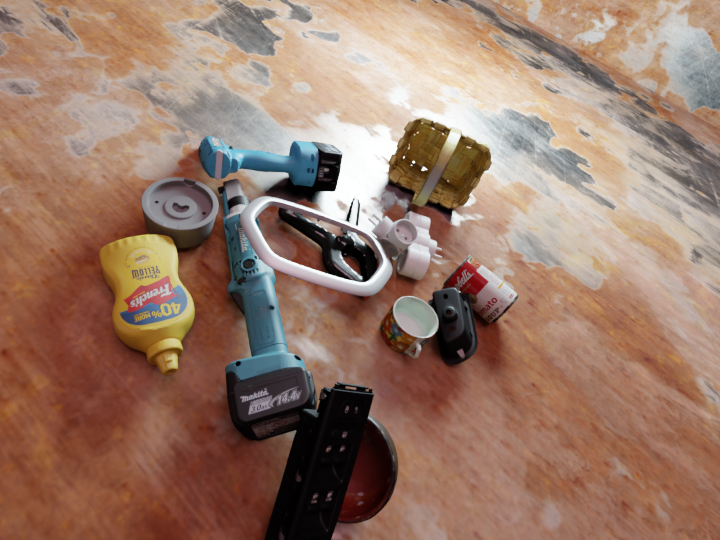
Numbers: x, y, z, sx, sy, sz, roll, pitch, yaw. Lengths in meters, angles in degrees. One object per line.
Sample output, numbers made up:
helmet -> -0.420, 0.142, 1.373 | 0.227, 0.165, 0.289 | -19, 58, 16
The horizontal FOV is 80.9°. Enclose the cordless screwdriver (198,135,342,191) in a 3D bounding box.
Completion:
cordless screwdriver -> -0.167, -0.205, 0.772 | 0.240, 0.073, 0.167 | -1, 28, -23

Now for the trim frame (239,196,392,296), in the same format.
trim frame -> -0.062, -0.041, 0.638 | 0.242, 0.027, 0.190 | 15, 39, -15

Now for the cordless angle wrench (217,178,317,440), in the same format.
cordless angle wrench -> -0.156, 0.009, 0.602 | 0.097, 0.072, 0.442 | -16, 52, -8

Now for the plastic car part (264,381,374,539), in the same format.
plastic car part -> -0.050, 0.211, 0.426 | 0.070, 0.062, 0.204 | 5, 76, 36

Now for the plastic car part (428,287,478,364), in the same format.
plastic car part -> 0.139, 0.074, 0.645 | 0.067, 0.067, 0.120 | -15, 48, 15
